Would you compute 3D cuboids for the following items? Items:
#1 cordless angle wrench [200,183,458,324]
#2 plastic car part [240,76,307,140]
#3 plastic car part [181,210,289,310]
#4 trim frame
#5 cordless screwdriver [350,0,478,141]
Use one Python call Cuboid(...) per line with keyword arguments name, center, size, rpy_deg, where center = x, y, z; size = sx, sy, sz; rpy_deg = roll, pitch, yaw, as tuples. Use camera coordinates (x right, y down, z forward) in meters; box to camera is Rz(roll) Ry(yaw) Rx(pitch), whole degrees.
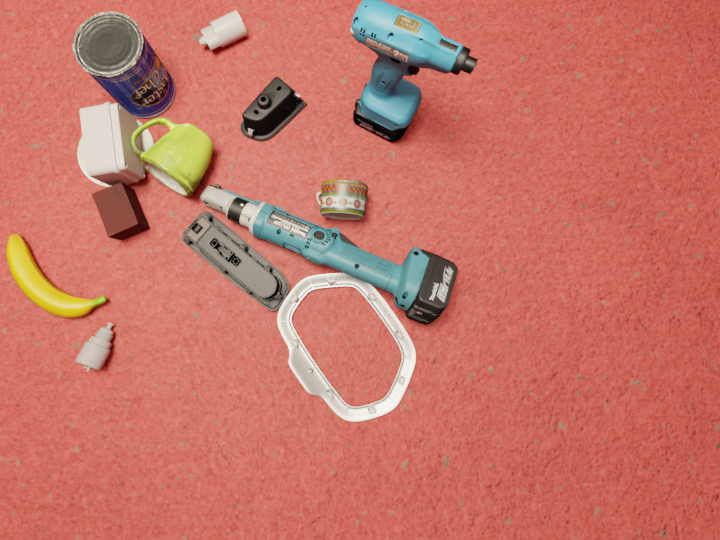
Cuboid(name="cordless angle wrench", center=(-0.066, -0.043, 0.673), size=(0.429, 0.073, 0.098), rpy_deg=(23, 61, 7))
Cuboid(name="plastic car part", center=(-0.153, -0.275, 0.707), size=(0.067, 0.070, 0.116), rpy_deg=(42, 81, 3))
Cuboid(name="plastic car part", center=(-0.199, -0.018, 0.679), size=(0.204, 0.067, 0.066), rpy_deg=(40, 77, 2))
Cuboid(name="trim frame", center=(-0.023, 0.118, 0.675), size=(0.183, 0.027, 0.251), rpy_deg=(-35, 85, -4))
Cuboid(name="cordless screwdriver", center=(0.065, -0.270, 0.616), size=(0.161, 0.245, 0.074), rpy_deg=(29, 83, 4))
